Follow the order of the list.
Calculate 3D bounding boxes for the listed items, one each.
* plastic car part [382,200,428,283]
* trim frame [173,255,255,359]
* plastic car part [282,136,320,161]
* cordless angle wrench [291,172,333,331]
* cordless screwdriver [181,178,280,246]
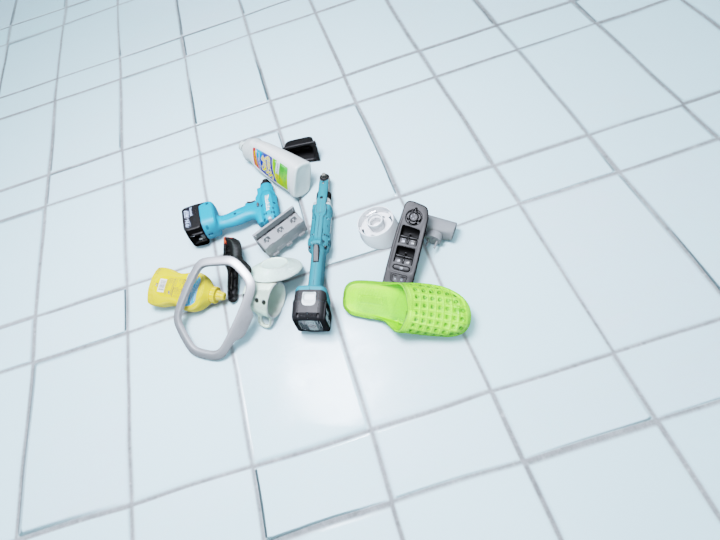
[{"bbox_3d":[0.111,-0.056,0.966,0.069,0.064,0.203,13,90,22],"label":"plastic car part"},{"bbox_3d":[-0.331,0.083,0.957,0.190,0.027,0.248,27,96,17],"label":"trim frame"},{"bbox_3d":[-0.175,-0.346,1.197,0.119,0.063,0.073,-4,47,11],"label":"plastic car part"},{"bbox_3d":[-0.100,-0.065,1.020,0.075,0.094,0.434,-2,58,7],"label":"cordless angle wrench"},{"bbox_3d":[-0.340,-0.160,1.119,0.249,0.071,0.165,-13,56,-1],"label":"cordless screwdriver"}]
